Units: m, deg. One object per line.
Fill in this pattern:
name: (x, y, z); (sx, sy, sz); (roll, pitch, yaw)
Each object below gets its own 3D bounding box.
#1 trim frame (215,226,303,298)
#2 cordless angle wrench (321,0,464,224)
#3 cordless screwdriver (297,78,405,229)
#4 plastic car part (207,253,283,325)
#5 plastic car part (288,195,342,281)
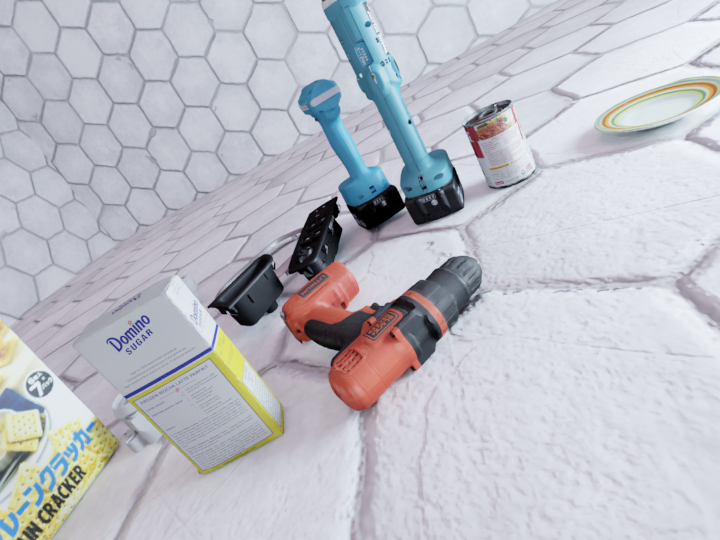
trim frame: (-0.166, -0.014, 0.783); (0.192, 0.026, 0.247); (-10, 32, 40)
cordless angle wrench: (0.025, -0.260, 0.567); (0.076, 0.409, 0.098); (-21, 22, 25)
cordless screwdriver: (-0.028, -0.195, 0.708); (0.074, 0.241, 0.165); (-32, 21, -6)
plastic car part: (-0.152, 0.036, 0.618); (0.069, 0.068, 0.115); (-6, 33, 46)
plastic car part: (-0.066, -0.043, 0.676); (0.068, 0.065, 0.205); (-22, 25, 21)
